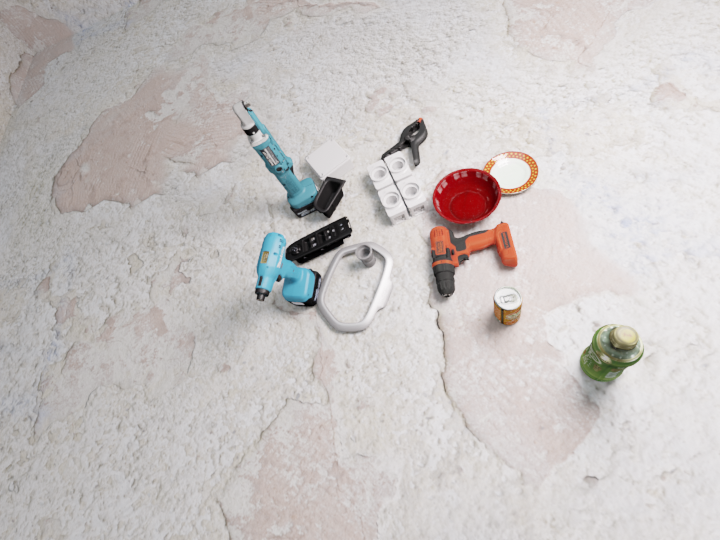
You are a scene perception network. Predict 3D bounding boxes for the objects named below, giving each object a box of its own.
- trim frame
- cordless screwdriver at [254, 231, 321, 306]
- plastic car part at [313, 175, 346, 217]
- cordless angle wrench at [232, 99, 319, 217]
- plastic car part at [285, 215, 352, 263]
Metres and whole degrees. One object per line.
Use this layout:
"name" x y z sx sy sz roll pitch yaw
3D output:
"trim frame" -0.012 0.037 1.083 0.193 0.026 0.250 14 71 27
"cordless screwdriver" -0.179 0.031 1.029 0.077 0.236 0.162 1 66 19
"plastic car part" -0.086 -0.200 1.208 0.069 0.067 0.117 17 72 27
"cordless angle wrench" -0.215 -0.282 1.102 0.099 0.402 0.077 -24 60 7
"plastic car part" -0.113 -0.074 1.158 0.205 0.064 0.069 -23 60 10
